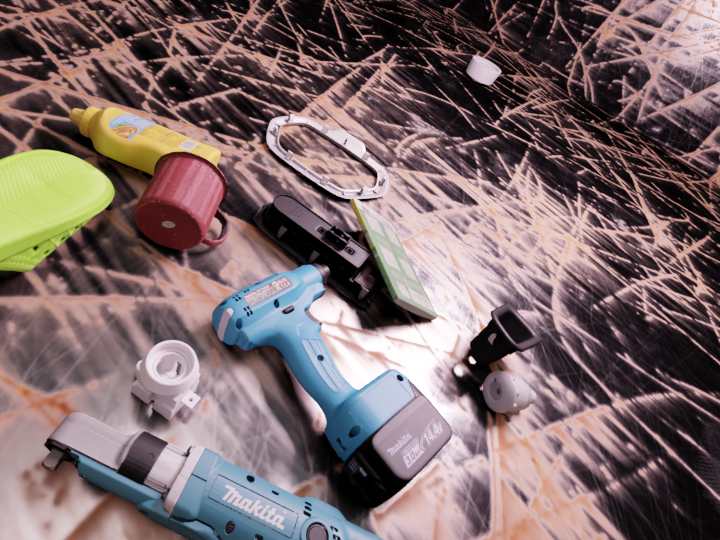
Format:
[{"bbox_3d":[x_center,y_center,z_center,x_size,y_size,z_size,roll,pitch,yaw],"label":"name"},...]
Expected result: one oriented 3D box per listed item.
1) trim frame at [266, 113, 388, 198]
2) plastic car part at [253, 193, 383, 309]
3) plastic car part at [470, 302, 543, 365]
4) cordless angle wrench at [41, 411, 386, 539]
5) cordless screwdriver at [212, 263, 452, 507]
[{"bbox_3d":[-0.057,-0.209,0.759,0.254,0.027,0.182,34,41,9],"label":"trim frame"},{"bbox_3d":[-0.055,-0.036,0.565,0.207,0.066,0.066,33,49,10],"label":"plastic car part"},{"bbox_3d":[0.177,0.091,0.549,0.111,0.071,0.069,-4,50,-53],"label":"plastic car part"},{"bbox_3d":[-0.040,0.211,0.321,0.424,0.074,0.098,26,41,1],"label":"cordless angle wrench"},{"bbox_3d":[-0.021,0.093,0.444,0.258,0.074,0.154,42,43,20],"label":"cordless screwdriver"}]
